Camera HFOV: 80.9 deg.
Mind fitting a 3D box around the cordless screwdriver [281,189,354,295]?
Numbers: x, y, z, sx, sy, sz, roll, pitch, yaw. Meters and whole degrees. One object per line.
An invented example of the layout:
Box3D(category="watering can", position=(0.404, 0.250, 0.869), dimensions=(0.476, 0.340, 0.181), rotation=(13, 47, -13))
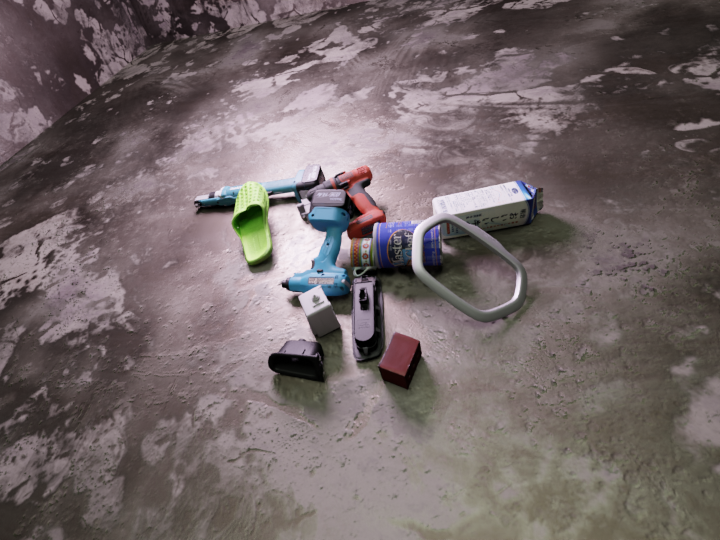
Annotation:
Box3D(category="cordless screwdriver", position=(-0.096, -0.063, 0.985), dimensions=(0.164, 0.071, 0.253), rotation=(-2, 69, 19))

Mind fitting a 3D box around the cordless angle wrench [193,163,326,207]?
Box3D(category="cordless angle wrench", position=(-0.314, -0.235, 1.267), dimensions=(0.434, 0.071, 0.100), rotation=(-5, 47, 18))

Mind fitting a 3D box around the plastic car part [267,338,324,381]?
Box3D(category="plastic car part", position=(-0.120, 0.166, 0.834), dimensions=(0.121, 0.064, 0.071), rotation=(3, 34, 25))

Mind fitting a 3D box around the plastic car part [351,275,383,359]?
Box3D(category="plastic car part", position=(0.012, 0.083, 0.862), dimensions=(0.067, 0.064, 0.209), rotation=(-4, 49, 5))

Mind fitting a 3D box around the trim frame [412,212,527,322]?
Box3D(category="trim frame", position=(0.212, -0.010, 0.830), dimensions=(0.253, 0.027, 0.183), rotation=(35, 69, 9))
